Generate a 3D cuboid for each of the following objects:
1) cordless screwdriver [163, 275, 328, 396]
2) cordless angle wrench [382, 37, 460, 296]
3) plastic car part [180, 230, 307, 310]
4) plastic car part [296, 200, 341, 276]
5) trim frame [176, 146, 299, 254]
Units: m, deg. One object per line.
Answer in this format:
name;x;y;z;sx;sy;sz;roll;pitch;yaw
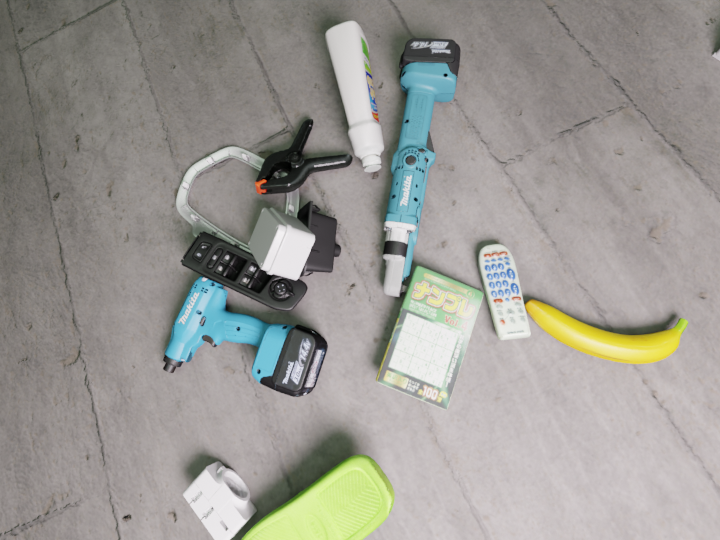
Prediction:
cordless screwdriver;-0.186;0.122;0.650;0.258;0.071;0.159;20;80;20
cordless angle wrench;0.083;-0.168;0.680;0.100;0.072;0.426;8;78;12
plastic car part;-0.184;0.013;0.679;0.208;0.065;0.066;22;59;13
plastic car part;-0.066;-0.043;0.679;0.068;0.067;0.118;6;76;-23
trim frame;-0.221;-0.123;0.750;0.256;0.027;0.184;33;84;17
